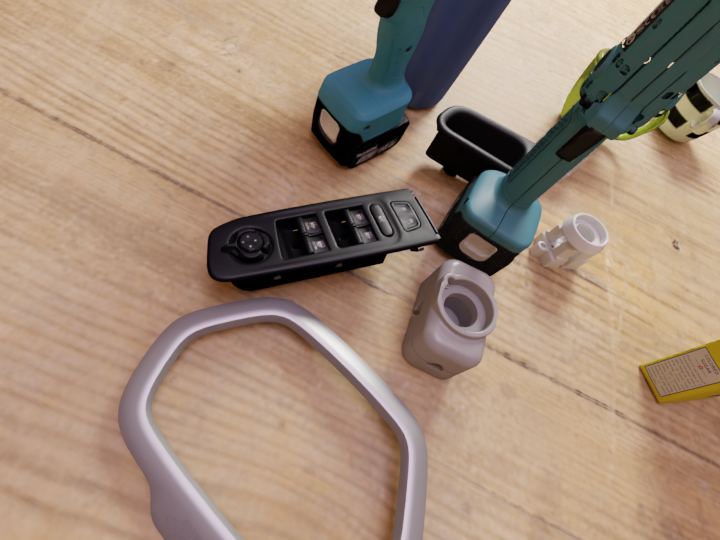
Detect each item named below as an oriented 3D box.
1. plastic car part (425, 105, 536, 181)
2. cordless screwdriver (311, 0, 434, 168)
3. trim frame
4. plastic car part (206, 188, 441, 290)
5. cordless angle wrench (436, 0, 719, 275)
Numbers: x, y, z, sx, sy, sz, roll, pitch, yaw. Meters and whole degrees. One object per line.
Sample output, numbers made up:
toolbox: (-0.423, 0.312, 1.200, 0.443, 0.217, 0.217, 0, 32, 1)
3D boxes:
plastic car part: (0.128, -0.132, 0.485, 0.117, 0.070, 0.066, 28, 58, 0)
cordless screwdriver: (0.010, -0.197, 0.386, 0.156, 0.248, 0.076, -31, 77, -30)
trim frame: (-0.060, 0.127, 0.312, 0.254, 0.027, 0.182, 42, 59, 10)
plastic car part: (-0.037, -0.024, 0.381, 0.197, 0.067, 0.068, -10, 66, -21)
cordless angle wrench: (0.189, -0.128, 0.293, 0.075, 0.422, 0.097, 36, 58, 0)
